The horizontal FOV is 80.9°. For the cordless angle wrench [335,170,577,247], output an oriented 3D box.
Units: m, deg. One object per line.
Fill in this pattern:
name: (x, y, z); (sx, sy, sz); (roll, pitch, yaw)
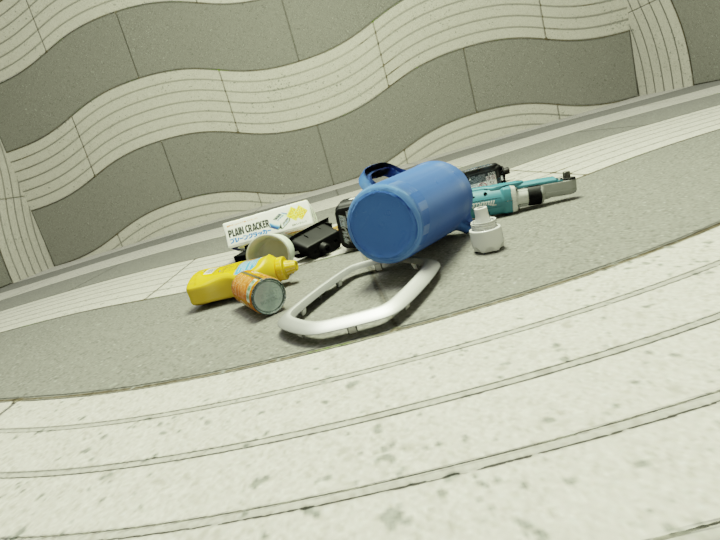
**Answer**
cordless angle wrench: (0.167, -0.119, 0.789); (0.432, 0.096, 0.074); (-8, 14, 15)

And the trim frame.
trim frame: (0.000, 0.027, 0.554); (0.192, 0.027, 0.244); (-5, 21, 32)

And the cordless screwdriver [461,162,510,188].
cordless screwdriver: (0.294, -0.216, 1.003); (0.162, 0.073, 0.248); (-13, 12, 10)

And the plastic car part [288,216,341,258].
plastic car part: (-0.086, -0.056, 0.876); (0.075, 0.064, 0.114); (18, 38, 42)

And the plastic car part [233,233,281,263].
plastic car part: (-0.221, -0.033, 0.926); (0.068, 0.066, 0.199); (-17, 11, 29)
